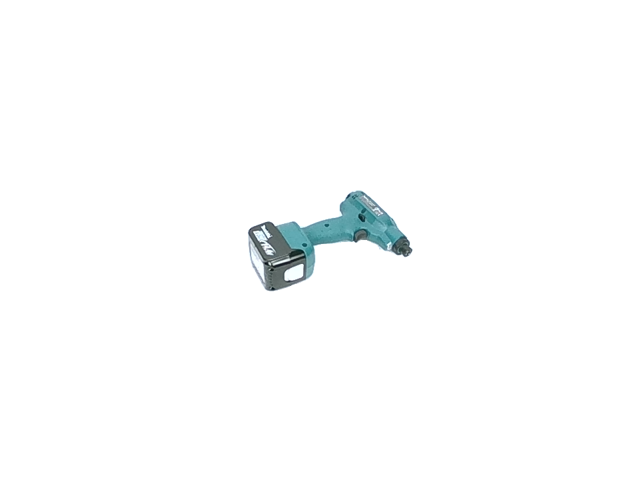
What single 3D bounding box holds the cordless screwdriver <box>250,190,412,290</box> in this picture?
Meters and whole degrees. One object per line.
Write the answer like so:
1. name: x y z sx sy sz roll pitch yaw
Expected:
1. cordless screwdriver: 0.019 0.007 0.700 0.247 0.074 0.159 -22 49 -24
